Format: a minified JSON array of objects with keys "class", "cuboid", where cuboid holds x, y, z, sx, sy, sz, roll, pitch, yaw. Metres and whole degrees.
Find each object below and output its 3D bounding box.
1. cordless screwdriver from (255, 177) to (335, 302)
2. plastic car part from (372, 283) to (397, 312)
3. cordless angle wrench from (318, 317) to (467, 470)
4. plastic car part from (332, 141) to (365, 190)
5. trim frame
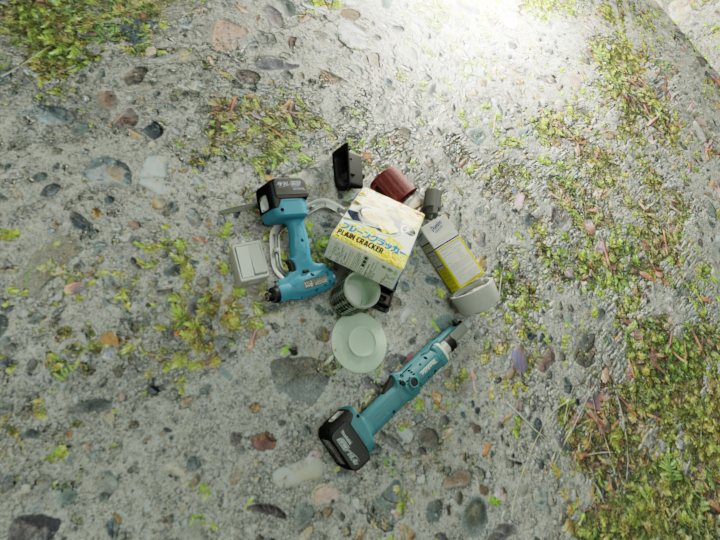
[{"class":"cordless screwdriver","cuboid":[-0.153,-0.061,0.863,0.153,0.077,0.250,-15,86,-40]},{"class":"plastic car part","cuboid":[0.067,-0.010,0.982,0.066,0.067,0.205,20,63,-7]},{"class":"cordless angle wrench","cuboid":[0.098,0.237,0.896,0.415,0.075,0.099,-36,88,-29]},{"class":"plastic car part","cuboid":[-0.023,-0.244,1.040,0.068,0.068,0.118,3,73,-36]},{"class":"trim frame","cuboid":[-0.093,-0.061,0.954,0.244,0.028,0.184,-35,92,-29]}]
